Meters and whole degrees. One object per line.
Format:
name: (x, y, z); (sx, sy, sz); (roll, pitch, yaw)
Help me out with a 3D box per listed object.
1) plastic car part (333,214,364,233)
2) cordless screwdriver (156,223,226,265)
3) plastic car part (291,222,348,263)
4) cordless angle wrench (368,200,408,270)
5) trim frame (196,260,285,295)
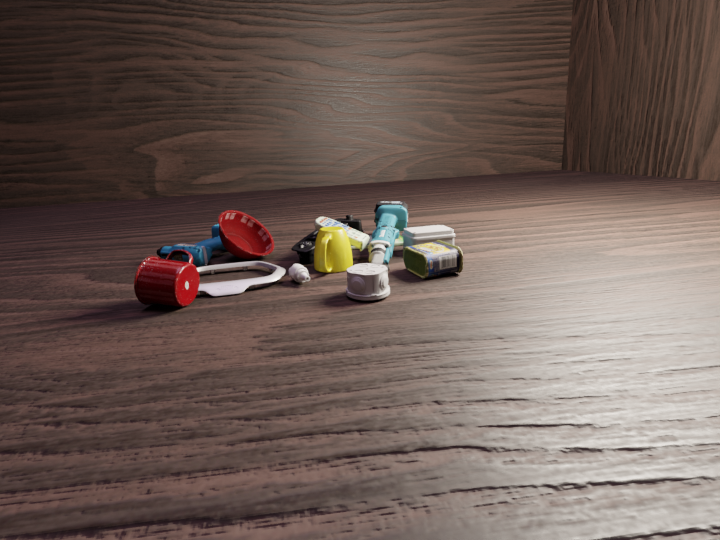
plastic car part: (-0.038, -0.131, 1.263); (0.121, 0.070, 0.064); (2, 17, 28)
cordless screwdriver: (-0.419, -0.076, 1.157); (0.165, 0.073, 0.245); (3, 22, 23)
plastic car part: (-0.104, -0.068, 1.065); (0.069, 0.065, 0.199); (12, 25, 24)
cordless angle wrench: (0.063, -0.088, 1.076); (0.100, 0.072, 0.425); (1, 24, 9)
trim frame: (-0.283, 0.015, 0.901); (0.244, 0.027, 0.190); (-5, 16, -13)
